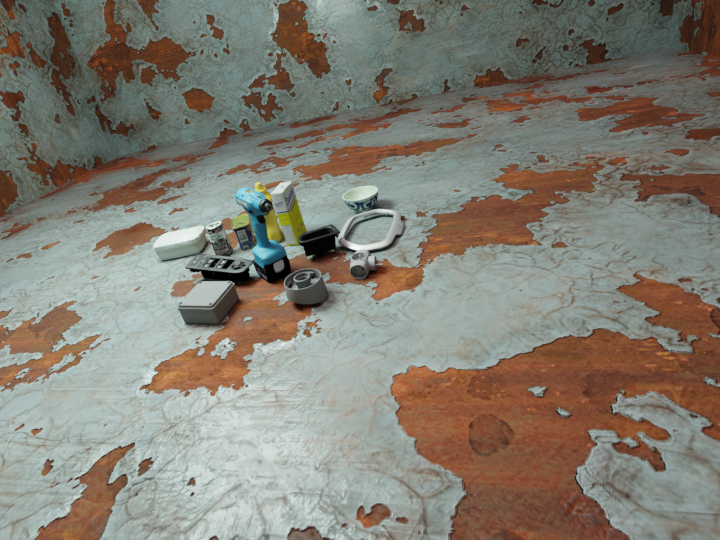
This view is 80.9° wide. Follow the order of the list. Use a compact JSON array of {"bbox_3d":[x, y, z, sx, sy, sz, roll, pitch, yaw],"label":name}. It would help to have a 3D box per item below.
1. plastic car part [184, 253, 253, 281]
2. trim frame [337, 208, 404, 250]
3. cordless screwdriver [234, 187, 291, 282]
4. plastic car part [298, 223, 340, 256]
[{"bbox_3d":[-0.390,-0.002,1.184,0.211,0.065,0.066,2,32,25],"label":"plastic car part"},{"bbox_3d":[0.033,-0.122,1.242,0.190,0.026,0.250,-3,32,19],"label":"trim frame"},{"bbox_3d":[-0.243,-0.088,1.090,0.073,0.240,0.168,-27,31,-27],"label":"cordless screwdriver"},{"bbox_3d":[-0.116,-0.076,1.187,0.115,0.068,0.069,-21,29,-13],"label":"plastic car part"}]
